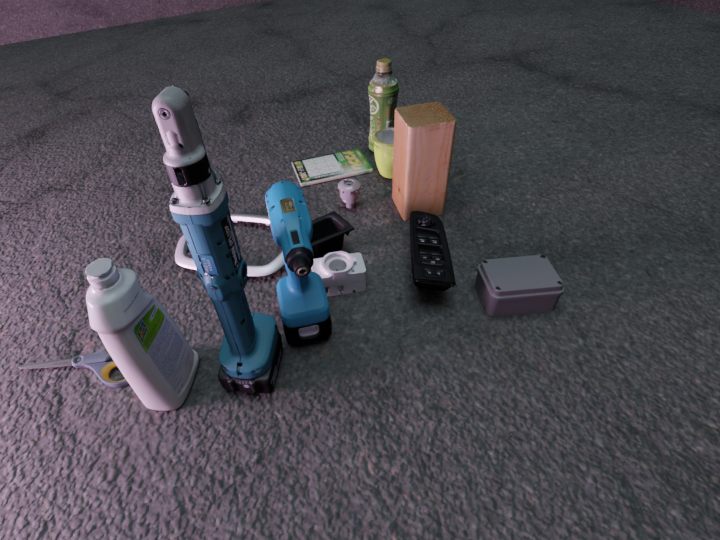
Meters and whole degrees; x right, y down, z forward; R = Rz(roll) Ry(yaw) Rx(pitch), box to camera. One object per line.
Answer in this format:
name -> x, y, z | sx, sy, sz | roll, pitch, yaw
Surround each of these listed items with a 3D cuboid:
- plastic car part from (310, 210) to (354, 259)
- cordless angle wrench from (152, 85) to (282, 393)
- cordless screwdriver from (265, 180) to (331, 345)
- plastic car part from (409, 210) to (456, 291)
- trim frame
plastic car part -> -0.076, -0.050, 0.781 | 0.114, 0.068, 0.070 | -29, 49, -23
cordless angle wrench -> -0.160, -0.001, 0.494 | 0.075, 0.408, 0.100 | 3, 44, 5
cordless screwdriver -> -0.084, 0.016, 0.589 | 0.073, 0.240, 0.167 | -11, 44, -10
plastic car part -> 0.119, -0.032, 0.743 | 0.067, 0.065, 0.208 | 0, 44, 4
trim frame -> -0.244, -0.050, 0.829 | 0.254, 0.026, 0.187 | 6, 45, 12
